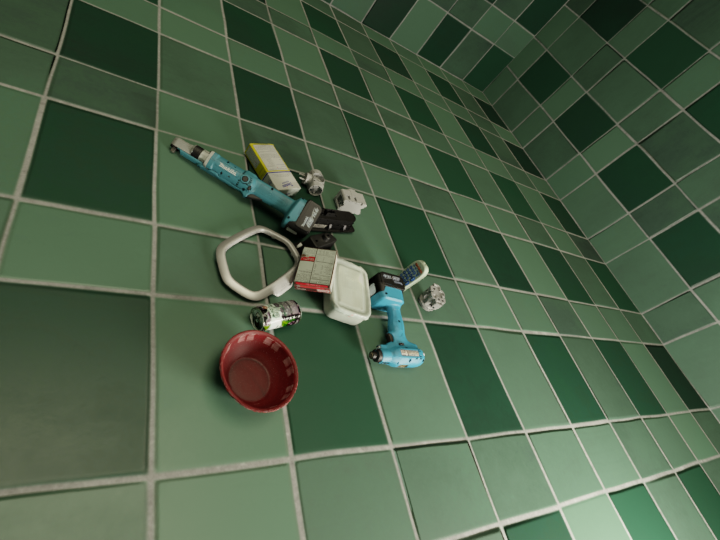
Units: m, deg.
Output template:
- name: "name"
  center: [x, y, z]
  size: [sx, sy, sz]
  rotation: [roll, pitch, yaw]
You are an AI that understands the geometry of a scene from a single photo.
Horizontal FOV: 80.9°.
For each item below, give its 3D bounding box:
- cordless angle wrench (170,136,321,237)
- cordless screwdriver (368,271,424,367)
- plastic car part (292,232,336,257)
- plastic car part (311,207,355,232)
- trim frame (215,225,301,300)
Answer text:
- name: "cordless angle wrench"
  center: [-0.304, -0.230, 1.112]
  size: [0.418, 0.075, 0.098]
  rotation: [31, 76, -6]
- name: "cordless screwdriver"
  center: [0.066, 0.126, 1.094]
  size: [0.151, 0.075, 0.258]
  rotation: [10, 52, -34]
- name: "plastic car part"
  center: [-0.111, -0.072, 1.133]
  size: [0.112, 0.072, 0.068]
  rotation: [-22, 73, -46]
- name: "plastic car part"
  center: [-0.091, -0.152, 1.237]
  size: [0.193, 0.067, 0.069]
  rotation: [5, 46, -41]
- name: "trim frame"
  center: [-0.238, -0.021, 1.014]
  size: [0.186, 0.028, 0.244]
  rotation: [44, 37, 4]
